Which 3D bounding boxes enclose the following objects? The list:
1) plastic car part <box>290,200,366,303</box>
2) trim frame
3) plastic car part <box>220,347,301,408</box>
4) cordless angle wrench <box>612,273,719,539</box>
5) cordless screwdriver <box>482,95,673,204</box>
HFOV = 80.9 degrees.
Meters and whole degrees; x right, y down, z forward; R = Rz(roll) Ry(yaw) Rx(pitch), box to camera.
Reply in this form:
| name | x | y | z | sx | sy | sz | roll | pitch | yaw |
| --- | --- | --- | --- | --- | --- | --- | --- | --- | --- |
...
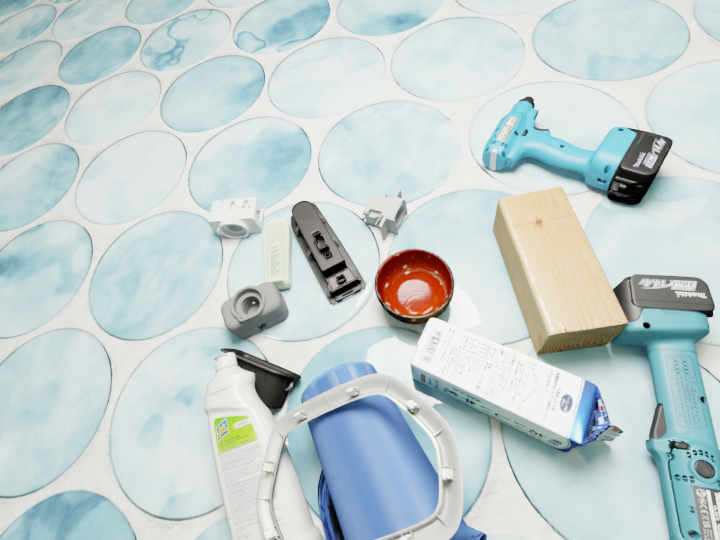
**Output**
| name | x | y | z | sx | sy | sz | roll | pitch | yaw |
| --- | --- | --- | --- | --- | --- | --- | --- | --- | --- |
| plastic car part | -0.070 | -0.046 | 0.715 | 0.066 | 0.064 | 0.213 | -32 | 56 | 2 |
| trim frame | -0.015 | 0.215 | 0.438 | 0.252 | 0.026 | 0.192 | -29 | 55 | 18 |
| plastic car part | -0.154 | 0.165 | 0.620 | 0.121 | 0.063 | 0.071 | 19 | 82 | 19 |
| cordless angle wrench | 0.353 | 0.212 | 0.454 | 0.100 | 0.071 | 0.431 | 1 | 64 | 14 |
| cordless screwdriver | 0.349 | -0.210 | 0.693 | 0.261 | 0.071 | 0.159 | 24 | 69 | 29 |
